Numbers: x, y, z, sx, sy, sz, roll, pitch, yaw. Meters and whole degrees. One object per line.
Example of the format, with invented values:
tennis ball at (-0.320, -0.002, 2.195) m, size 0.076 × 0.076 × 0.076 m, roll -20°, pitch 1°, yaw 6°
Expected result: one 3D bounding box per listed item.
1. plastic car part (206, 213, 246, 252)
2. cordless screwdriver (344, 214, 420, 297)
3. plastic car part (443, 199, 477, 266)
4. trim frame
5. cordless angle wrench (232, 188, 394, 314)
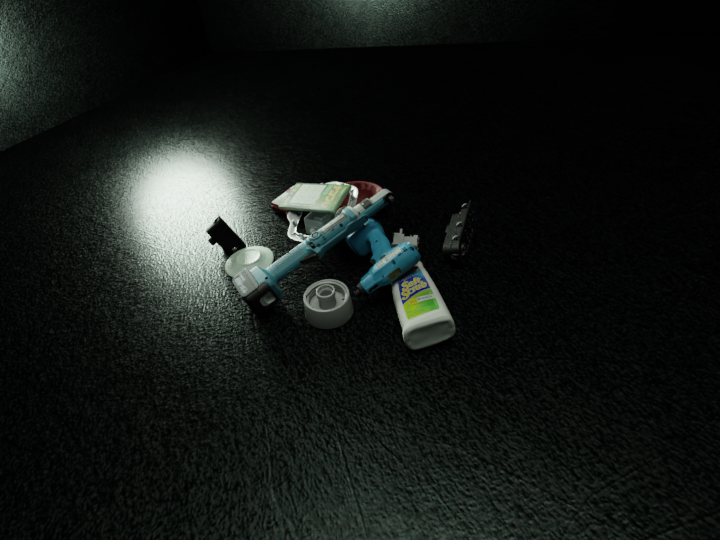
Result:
plastic car part at (-0.374, -0.093, 1.139) m, size 0.071 × 0.110 × 0.070 m, roll -45°, pitch 45°, yaw -6°
cordless screwdriver at (0.018, -0.043, 0.980) m, size 0.159 × 0.071 × 0.261 m, roll -38°, pitch 34°, yaw 2°
plastic car part at (0.239, -0.090, 1.025) m, size 0.069 × 0.063 × 0.204 m, roll -3°, pitch 39°, yaw 23°
trim frame at (-0.102, -0.162, 1.113) m, size 0.190 × 0.026 × 0.252 m, roll -5°, pitch 46°, yaw 22°
cordless angle wrench at (-0.096, -0.063, 0.979) m, size 0.420 × 0.070 × 0.104 m, roll -37°, pitch 45°, yaw -9°
